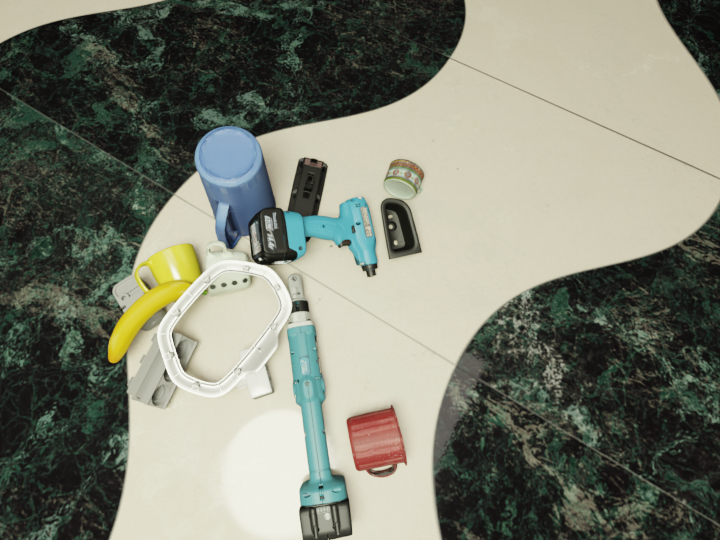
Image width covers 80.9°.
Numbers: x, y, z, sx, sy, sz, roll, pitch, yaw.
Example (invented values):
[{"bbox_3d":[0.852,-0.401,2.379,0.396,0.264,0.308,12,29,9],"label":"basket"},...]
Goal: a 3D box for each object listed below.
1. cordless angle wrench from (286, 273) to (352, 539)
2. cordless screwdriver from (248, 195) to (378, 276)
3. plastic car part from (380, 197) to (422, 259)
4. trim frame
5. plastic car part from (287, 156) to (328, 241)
[{"bbox_3d":[-0.087,0.202,0.722,0.074,0.095,0.436,-10,66,-4],"label":"cordless angle wrench"},{"bbox_3d":[-0.077,-0.051,0.792,0.240,0.076,0.161,-10,82,-29],"label":"cordless screwdriver"},{"bbox_3d":[0.070,-0.083,0.841,0.065,0.071,0.117,-12,86,-8],"label":"plastic car part"},{"bbox_3d":[-0.230,0.094,0.729,0.184,0.028,0.247,39,72,-1],"label":"trim frame"},{"bbox_3d":[-0.111,-0.152,0.876,0.065,0.068,0.205,14,72,-13],"label":"plastic car part"}]
